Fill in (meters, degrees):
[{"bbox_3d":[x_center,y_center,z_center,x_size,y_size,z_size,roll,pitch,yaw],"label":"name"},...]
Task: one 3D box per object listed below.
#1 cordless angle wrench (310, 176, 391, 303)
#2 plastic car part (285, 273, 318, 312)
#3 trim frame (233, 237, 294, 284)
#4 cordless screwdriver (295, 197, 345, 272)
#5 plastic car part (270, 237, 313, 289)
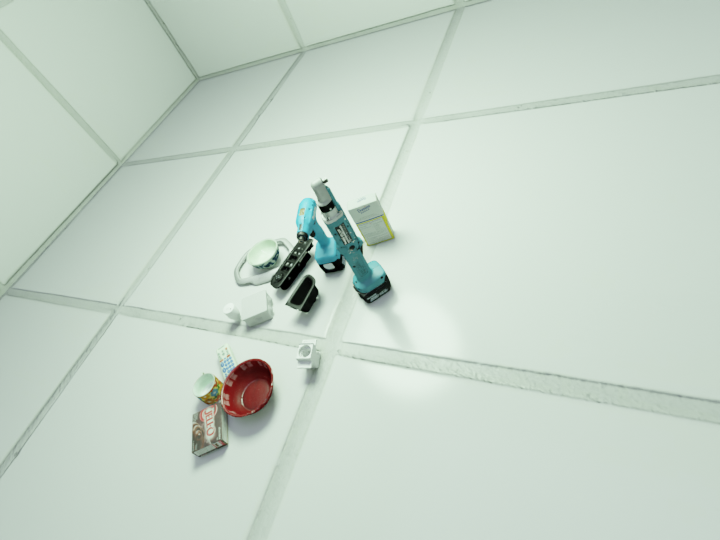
[{"bbox_3d":[-0.031,-0.072,1.084,0.098,0.401,0.078,-33,43,-3],"label":"cordless angle wrench"},{"bbox_3d":[-0.160,0.079,1.263,0.069,0.067,0.116,12,58,36],"label":"plastic car part"},{"bbox_3d":[-0.340,-0.031,1.489,0.253,0.026,0.190,-17,46,15],"label":"trim frame"},{"bbox_3d":[-0.123,-0.081,1.262,0.076,0.236,0.163,-12,46,18],"label":"cordless screwdriver"},{"bbox_3d":[-0.220,-0.016,1.382,0.070,0.063,0.202,18,62,38],"label":"plastic car part"}]
